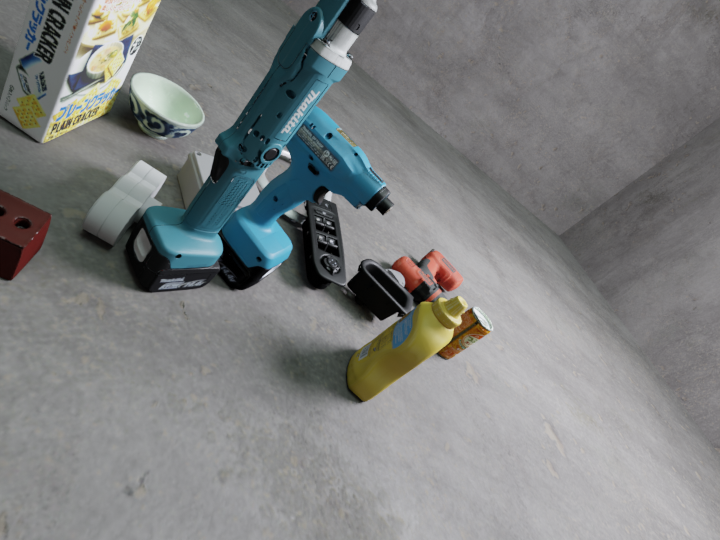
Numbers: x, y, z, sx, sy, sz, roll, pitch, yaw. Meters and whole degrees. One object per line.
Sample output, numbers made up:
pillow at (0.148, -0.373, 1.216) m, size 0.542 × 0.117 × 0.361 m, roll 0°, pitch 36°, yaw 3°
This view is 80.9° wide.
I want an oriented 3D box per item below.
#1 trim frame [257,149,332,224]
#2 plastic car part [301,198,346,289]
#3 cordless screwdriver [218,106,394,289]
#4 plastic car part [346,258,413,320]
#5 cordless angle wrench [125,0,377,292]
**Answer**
trim frame at (-0.129, -0.172, 0.864) m, size 0.179 × 0.028 × 0.253 m, roll 35°, pitch 29°, yaw -15°
plastic car part at (-0.071, -0.046, 0.724) m, size 0.063 × 0.068 × 0.211 m, roll 25°, pitch 33°, yaw -33°
cordless screwdriver at (-0.086, -0.066, 0.536) m, size 0.161 × 0.251 × 0.073 m, roll 49°, pitch 28°, yaw 5°
plastic car part at (0.025, 0.039, 0.727) m, size 0.116 × 0.071 × 0.066 m, roll 42°, pitch 28°, yaw -4°
cordless angle wrench at (-0.102, -0.131, 0.417) m, size 0.093 × 0.427 × 0.077 m, roll -2°, pitch 54°, yaw -54°
